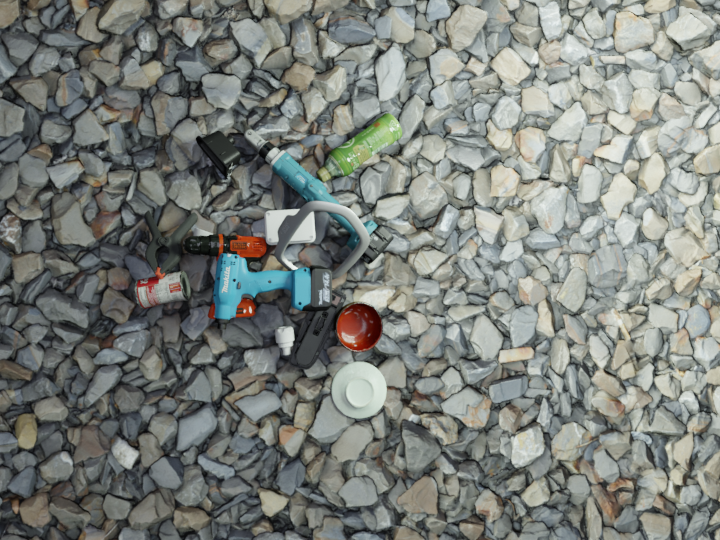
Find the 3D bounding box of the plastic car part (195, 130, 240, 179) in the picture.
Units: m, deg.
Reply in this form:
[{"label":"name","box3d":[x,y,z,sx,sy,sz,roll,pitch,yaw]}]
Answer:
[{"label":"plastic car part","box3d":[-0.325,-0.285,0.992,0.070,0.066,0.117,-36,86,-21]}]

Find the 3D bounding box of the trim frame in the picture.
[{"label":"trim frame","box3d":[-0.090,-0.059,0.916,0.180,0.250,0.028,27,47,-14]}]

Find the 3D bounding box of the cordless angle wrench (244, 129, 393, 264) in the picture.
[{"label":"cordless angle wrench","box3d":[-0.111,-0.183,0.977,0.426,0.097,0.074,42,81,4]}]

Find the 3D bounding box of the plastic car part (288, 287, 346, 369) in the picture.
[{"label":"plastic car part","box3d":[-0.098,0.137,0.968,0.065,0.068,0.203,26,88,-11]}]

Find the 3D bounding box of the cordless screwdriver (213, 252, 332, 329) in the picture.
[{"label":"cordless screwdriver","box3d":[-0.187,0.054,0.903,0.246,0.075,0.160,6,86,-7]}]
